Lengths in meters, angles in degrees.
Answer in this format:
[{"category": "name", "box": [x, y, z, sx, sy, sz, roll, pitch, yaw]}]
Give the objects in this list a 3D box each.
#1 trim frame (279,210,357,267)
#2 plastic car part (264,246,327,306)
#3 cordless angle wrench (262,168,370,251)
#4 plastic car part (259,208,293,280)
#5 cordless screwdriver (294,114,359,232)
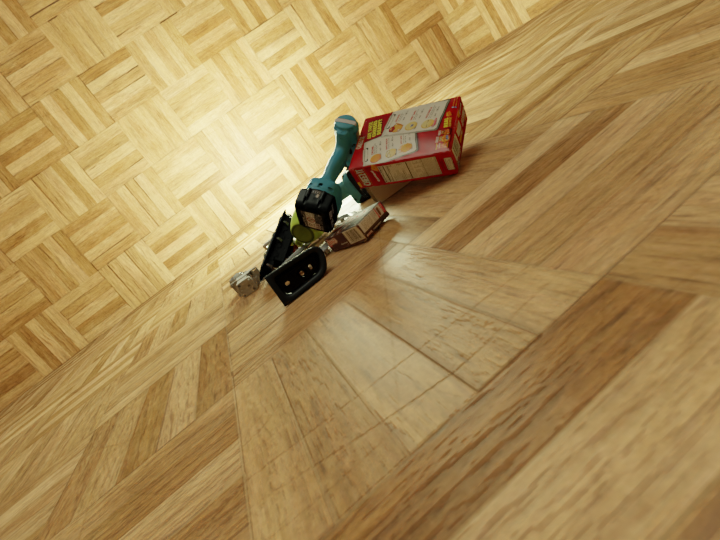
[{"category": "trim frame", "box": [-0.096, -0.063, 0.980, 0.246, 0.027, 0.191, -48, 22, -27]}, {"category": "plastic car part", "box": [-0.116, 0.007, 0.802, 0.115, 0.066, 0.071, -36, 1, -11]}, {"category": "cordless angle wrench", "box": [-0.135, -0.163, 1.207, 0.432, 0.095, 0.075, -30, 19, 30]}, {"category": "plastic car part", "box": [-0.198, -0.069, 1.056, 0.064, 0.067, 0.207, 96, -177, -56]}, {"category": "cordless screwdriver", "box": [-0.058, -0.199, 0.928, 0.154, 0.076, 0.251, 79, -152, -65]}]
